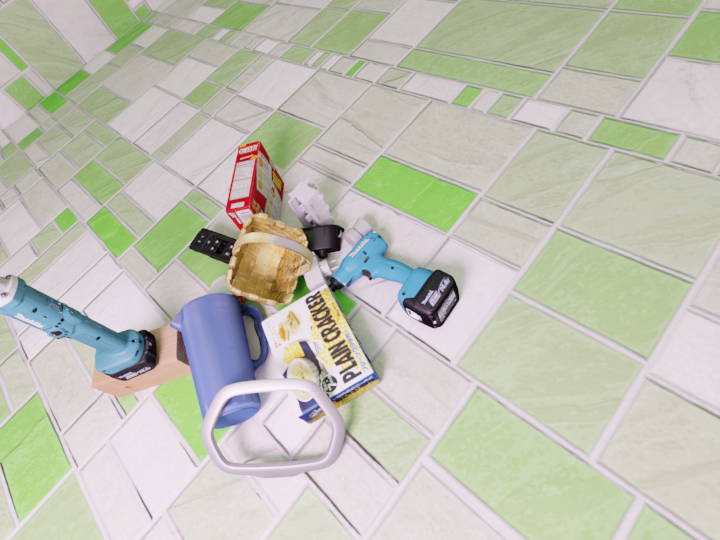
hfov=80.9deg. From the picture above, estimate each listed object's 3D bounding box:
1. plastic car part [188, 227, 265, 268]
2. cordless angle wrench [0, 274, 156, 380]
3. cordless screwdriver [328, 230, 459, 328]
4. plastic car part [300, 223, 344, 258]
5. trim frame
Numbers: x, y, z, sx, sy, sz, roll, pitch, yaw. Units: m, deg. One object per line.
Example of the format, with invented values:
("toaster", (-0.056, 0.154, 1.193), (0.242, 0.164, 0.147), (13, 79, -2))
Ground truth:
("plastic car part", (-0.322, -0.040, 1.039), (0.212, 0.064, 0.066), (16, 55, 24))
("cordless angle wrench", (-0.508, 0.084, 0.711), (0.098, 0.402, 0.078), (-23, 56, 3))
("cordless screwdriver", (0.057, 0.028, 0.846), (0.263, 0.070, 0.158), (33, 75, 38))
("plastic car part", (-0.095, -0.062, 0.977), (0.119, 0.063, 0.072), (-5, 72, 14))
("trim frame", (-0.150, 0.273, 0.723), (0.249, 0.027, 0.183), (-6, 95, 2))
